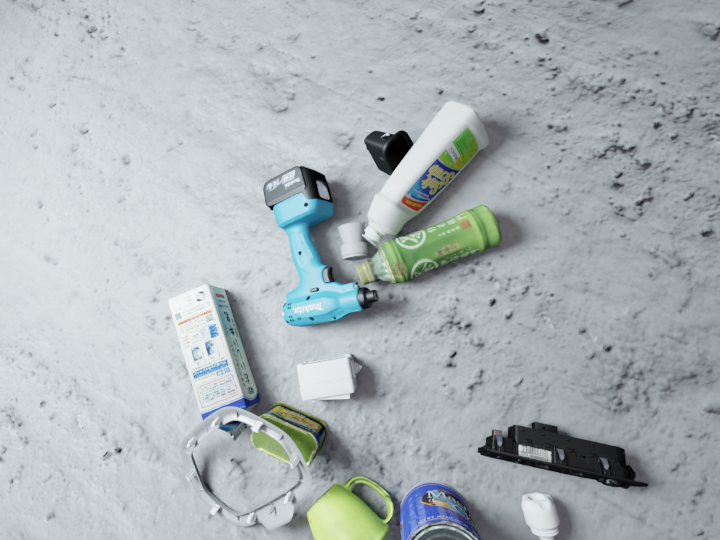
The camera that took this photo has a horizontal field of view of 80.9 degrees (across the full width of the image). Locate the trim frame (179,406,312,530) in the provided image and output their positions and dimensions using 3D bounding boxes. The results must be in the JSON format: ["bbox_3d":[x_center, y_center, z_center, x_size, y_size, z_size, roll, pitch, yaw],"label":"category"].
[{"bbox_3d":[-0.174,0.293,0.613,0.251,0.027,0.185,-42,89,27],"label":"trim frame"}]

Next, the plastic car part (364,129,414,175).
[{"bbox_3d":[0.045,-0.194,0.696,0.075,0.110,0.066,29,84,34],"label":"plastic car part"}]

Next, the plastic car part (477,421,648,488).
[{"bbox_3d":[0.276,0.255,0.591,0.208,0.064,0.068,12,56,12],"label":"plastic car part"}]

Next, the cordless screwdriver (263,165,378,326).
[{"bbox_3d":[-0.066,-0.043,0.674,0.164,0.071,0.252,-16,79,28],"label":"cordless screwdriver"}]
